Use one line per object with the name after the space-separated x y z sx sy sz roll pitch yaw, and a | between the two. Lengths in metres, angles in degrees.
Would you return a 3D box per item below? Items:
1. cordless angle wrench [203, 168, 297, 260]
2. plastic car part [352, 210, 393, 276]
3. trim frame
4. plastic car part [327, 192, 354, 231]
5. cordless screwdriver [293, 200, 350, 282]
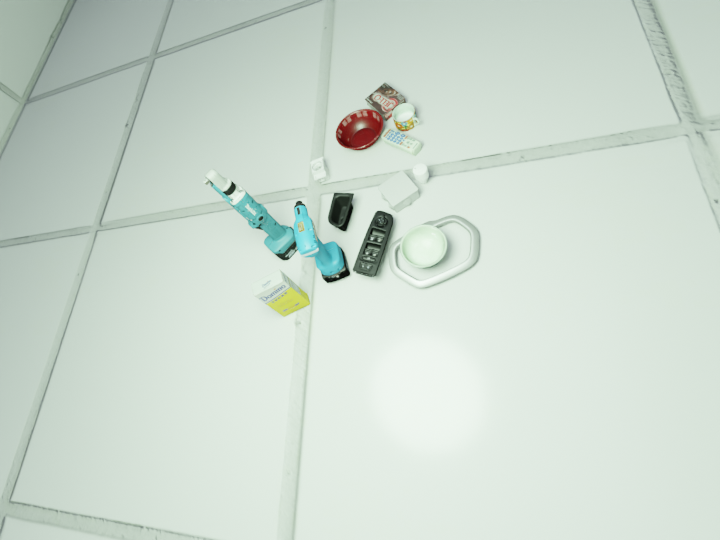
-0.289 -0.154 1.164 0.098 0.402 0.078 -47 60 -4 | cordless angle wrench
0.045 -0.072 1.181 0.069 0.064 0.204 9 71 25 | plastic car part
0.195 -0.054 1.130 0.251 0.026 0.192 -28 59 9 | trim frame
-0.054 -0.168 1.267 0.068 0.067 0.118 4 68 23 | plastic car part
-0.112 -0.073 1.147 0.075 0.236 0.165 -21 61 11 | cordless screwdriver
